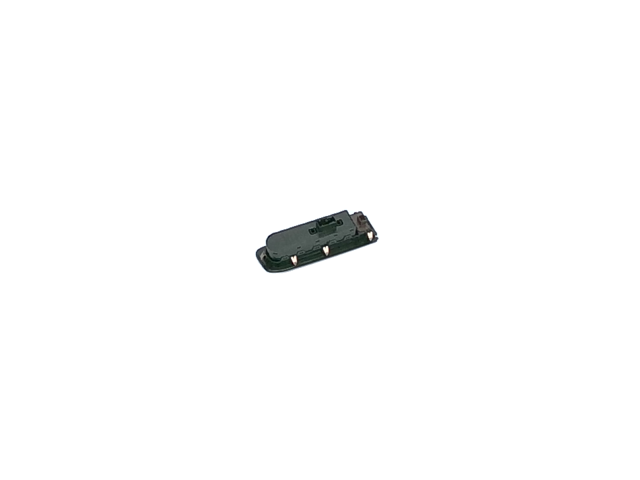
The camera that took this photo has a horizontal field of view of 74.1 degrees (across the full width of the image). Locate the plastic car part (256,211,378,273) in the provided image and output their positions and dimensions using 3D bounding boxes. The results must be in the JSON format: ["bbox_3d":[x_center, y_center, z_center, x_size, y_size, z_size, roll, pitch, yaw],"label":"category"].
[{"bbox_3d":[-0.005,-0.002,0.692,0.202,0.066,0.067,-20,-28,-11],"label":"plastic car part"}]
